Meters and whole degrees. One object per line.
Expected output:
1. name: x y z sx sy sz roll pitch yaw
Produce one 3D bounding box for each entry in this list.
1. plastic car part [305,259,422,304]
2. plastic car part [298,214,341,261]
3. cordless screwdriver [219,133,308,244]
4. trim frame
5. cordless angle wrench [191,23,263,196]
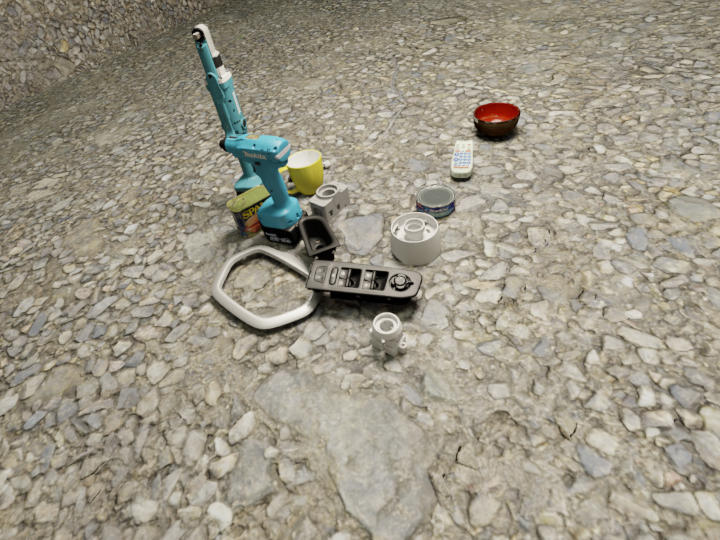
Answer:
1. plastic car part: 0.007 0.029 0.761 0.209 0.064 0.067 2 45 16
2. plastic car part: -0.085 -0.056 0.869 0.065 0.068 0.122 -19 44 -8
3. cordless screwdriver: -0.202 -0.174 0.897 0.166 0.238 0.074 15 49 25
4. trim frame: -0.186 0.026 0.842 0.262 0.026 0.182 25 56 34
5. cordless angle wrench: -0.286 -0.328 0.954 0.076 0.406 0.099 3 45 13
